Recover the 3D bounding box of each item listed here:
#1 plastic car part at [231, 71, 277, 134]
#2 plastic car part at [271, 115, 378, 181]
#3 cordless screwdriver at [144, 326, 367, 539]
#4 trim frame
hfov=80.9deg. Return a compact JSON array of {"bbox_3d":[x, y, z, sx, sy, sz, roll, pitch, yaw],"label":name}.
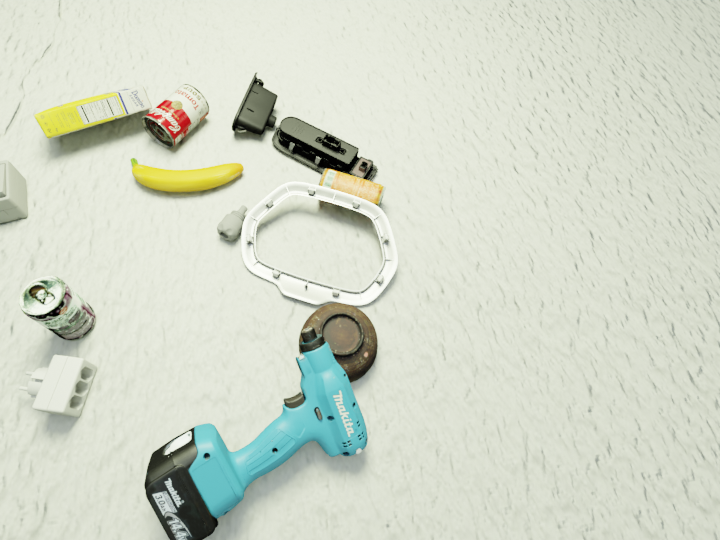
[{"bbox_3d":[-0.189,-0.293,0.783,0.069,0.066,0.118,18,65,-13],"label":"plastic car part"},{"bbox_3d":[-0.070,-0.214,0.746,0.208,0.065,0.066,28,73,13],"label":"plastic car part"},{"bbox_3d":[-0.123,0.183,0.495,0.244,0.076,0.158,-23,94,-17],"label":"cordless screwdriver"},{"bbox_3d":[-0.064,-0.042,0.654,0.250,0.027,0.185,18,78,4],"label":"trim frame"}]
